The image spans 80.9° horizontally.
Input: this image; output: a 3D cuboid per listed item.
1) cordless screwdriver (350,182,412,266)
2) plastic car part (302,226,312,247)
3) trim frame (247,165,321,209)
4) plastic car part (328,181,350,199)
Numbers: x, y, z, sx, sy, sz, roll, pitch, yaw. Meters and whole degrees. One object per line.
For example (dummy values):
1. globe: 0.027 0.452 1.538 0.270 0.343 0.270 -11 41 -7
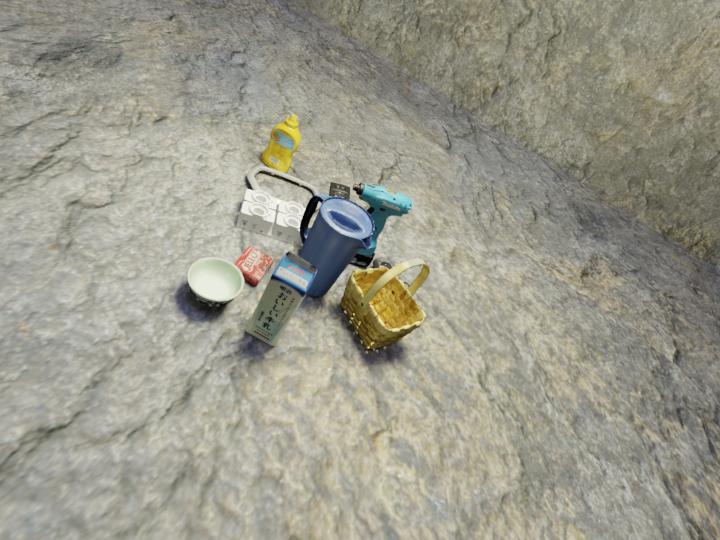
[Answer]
1. cordless screwdriver: 0.010 -0.126 1.141 0.155 0.248 0.076 19 42 -17
2. plastic car part: -0.113 -0.074 1.152 0.111 0.071 0.069 -1 50 -32
3. trim frame: -0.230 -0.250 1.300 0.242 0.027 0.190 16 42 -15
4. plastic car part: -0.075 -0.188 1.297 0.064 0.067 0.209 18 41 -17
